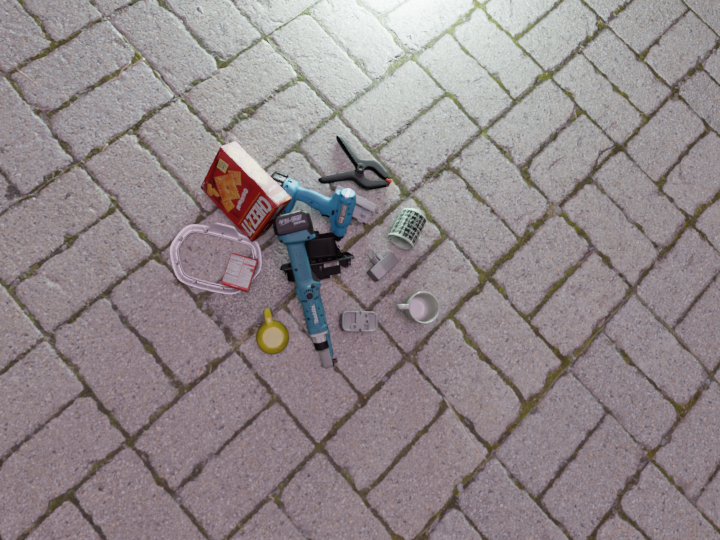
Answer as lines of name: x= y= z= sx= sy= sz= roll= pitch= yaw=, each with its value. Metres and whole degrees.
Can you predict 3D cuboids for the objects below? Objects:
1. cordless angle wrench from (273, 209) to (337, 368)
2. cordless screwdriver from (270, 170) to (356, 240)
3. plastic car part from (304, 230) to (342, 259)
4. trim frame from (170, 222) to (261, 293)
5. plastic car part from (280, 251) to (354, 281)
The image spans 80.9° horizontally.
cordless angle wrench: x=-0.132 y=0.057 z=1.091 sx=0.097 sy=0.076 sz=0.417 roll=-14 pitch=99 yaw=-7
cordless screwdriver: x=-0.144 y=-0.174 z=1.165 sx=0.251 sy=0.156 sz=0.075 roll=16 pitch=39 yaw=5
plastic car part: x=-0.113 y=-0.074 z=1.155 sx=0.115 sy=0.068 sz=0.069 roll=-4 pitch=115 yaw=-7
trim frame: x=-0.392 y=-0.037 z=1.146 sx=0.247 sy=0.027 sz=0.186 roll=14 pitch=76 yaw=-2
plastic car part: x=-0.120 y=-0.008 z=1.159 sx=0.200 sy=0.069 sz=0.065 roll=-6 pitch=113 yaw=-11
